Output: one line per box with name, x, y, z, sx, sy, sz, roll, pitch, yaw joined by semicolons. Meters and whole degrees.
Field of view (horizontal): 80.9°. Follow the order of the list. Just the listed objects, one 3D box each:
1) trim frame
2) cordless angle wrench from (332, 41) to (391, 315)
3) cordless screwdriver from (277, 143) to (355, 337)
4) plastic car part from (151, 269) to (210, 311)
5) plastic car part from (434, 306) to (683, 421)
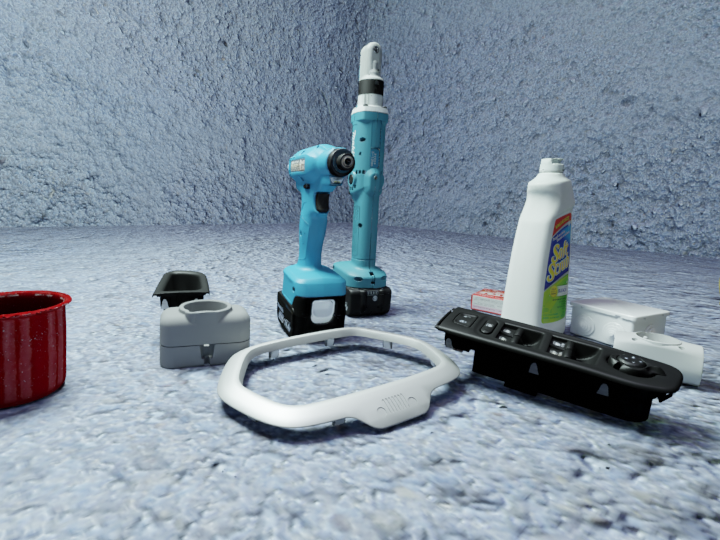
trim frame;-0.020;0.099;0.422;0.238;0.027;0.194;-4;12;-35
cordless angle wrench;0.008;-0.143;0.676;0.072;0.420;0.102;0;7;-25
cordless screwdriver;-0.053;-0.035;0.542;0.072;0.247;0.166;0;8;-24
plastic car part;-0.234;0.044;0.559;0.064;0.070;0.121;0;9;-19
plastic car part;0.177;0.090;0.405;0.213;0.066;0.064;9;10;32
